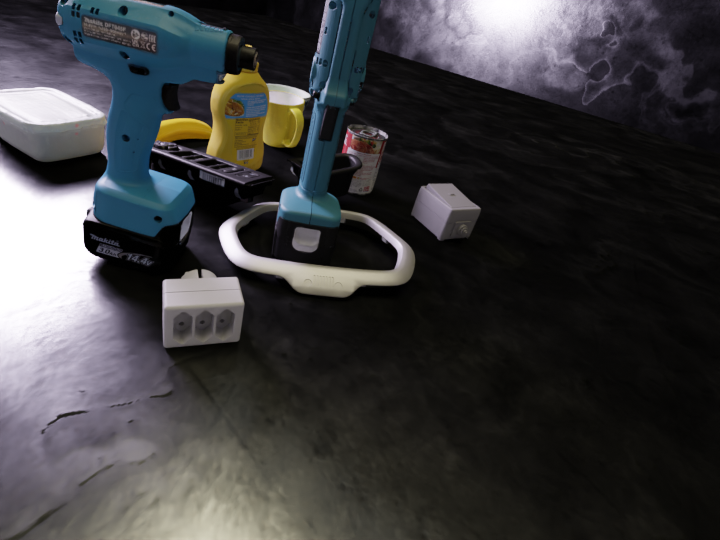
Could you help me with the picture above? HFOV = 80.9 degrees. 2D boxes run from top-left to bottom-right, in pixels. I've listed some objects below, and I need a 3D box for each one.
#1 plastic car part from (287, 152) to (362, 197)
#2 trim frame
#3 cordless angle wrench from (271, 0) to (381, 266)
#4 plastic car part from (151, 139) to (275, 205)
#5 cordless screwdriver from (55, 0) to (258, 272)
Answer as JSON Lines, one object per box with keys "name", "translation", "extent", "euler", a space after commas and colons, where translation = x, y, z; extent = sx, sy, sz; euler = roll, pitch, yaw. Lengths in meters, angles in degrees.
{"name": "plastic car part", "translation": [-0.051, -0.136, 0.648], "extent": [0.112, 0.070, 0.070], "euler": [-16, 44, -38]}
{"name": "trim frame", "translation": [-0.052, -0.034, 0.533], "extent": [0.244, 0.027, 0.191], "euler": [6, 33, -11]}
{"name": "cordless angle wrench", "translation": [-0.024, -0.198, 0.431], "extent": [0.073, 0.416, 0.101], "euler": [10, 32, -11]}
{"name": "plastic car part", "translation": [-0.221, -0.133, 0.586], "extent": [0.210, 0.066, 0.065], "euler": [26, 34, 18]}
{"name": "cordless screwdriver", "translation": [-0.190, -0.116, 0.407], "extent": [0.159, 0.245, 0.076], "euler": [14, 32, -3]}
